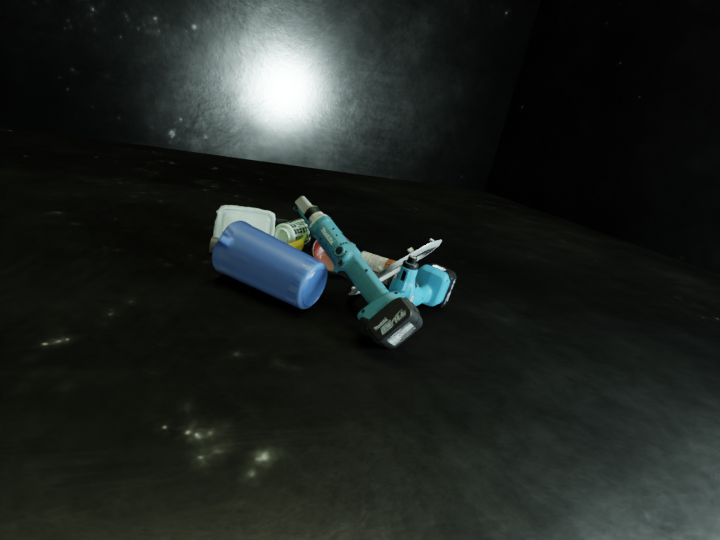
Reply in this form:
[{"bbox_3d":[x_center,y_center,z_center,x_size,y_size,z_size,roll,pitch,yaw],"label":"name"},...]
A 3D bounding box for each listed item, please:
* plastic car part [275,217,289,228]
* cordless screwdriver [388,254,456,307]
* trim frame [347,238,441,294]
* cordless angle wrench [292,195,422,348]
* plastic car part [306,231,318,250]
[{"bbox_3d":[-0.327,-0.137,1.309,0.197,0.066,0.069,5,10,-17],"label":"plastic car part"},{"bbox_3d":[0.137,0.028,0.943,0.078,0.157,0.239,26,22,28],"label":"cordless screwdriver"},{"bbox_3d":[0.077,-0.009,0.969,0.248,0.028,0.180,-32,-8,-1],"label":"trim frame"},{"bbox_3d":[-0.035,-0.029,0.894,0.445,0.098,0.070,52,7,35],"label":"cordless angle wrench"},{"bbox_3d":[-0.118,-0.077,1.202,0.070,0.113,0.069,-7,46,-8],"label":"plastic car part"}]
